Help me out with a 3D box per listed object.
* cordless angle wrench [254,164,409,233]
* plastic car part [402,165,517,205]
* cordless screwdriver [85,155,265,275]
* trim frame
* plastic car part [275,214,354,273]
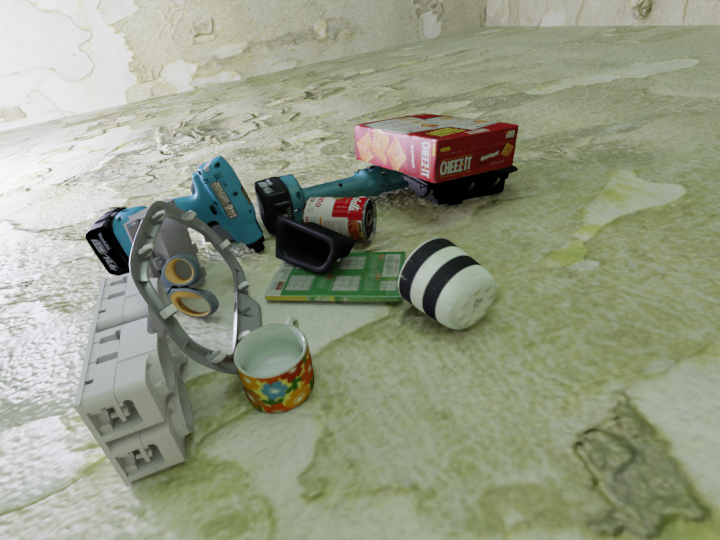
[{"bbox_3d":[0.022,-0.165,0.777,0.415,0.072,0.103,-17,34,-14],"label":"cordless angle wrench"},{"bbox_3d":[0.173,-0.145,0.704,0.198,0.065,0.070,-17,26,-19],"label":"plastic car part"},{"bbox_3d":[-0.281,-0.060,0.662,0.252,0.153,0.076,-20,27,11],"label":"cordless screwdriver"},{"bbox_3d":[-0.178,0.008,0.484,0.028,0.175,0.259,-35,33,7],"label":"trim frame"},{"bbox_3d":[-0.058,-0.038,0.596,0.123,0.065,0.068,21,26,35],"label":"plastic car part"}]
